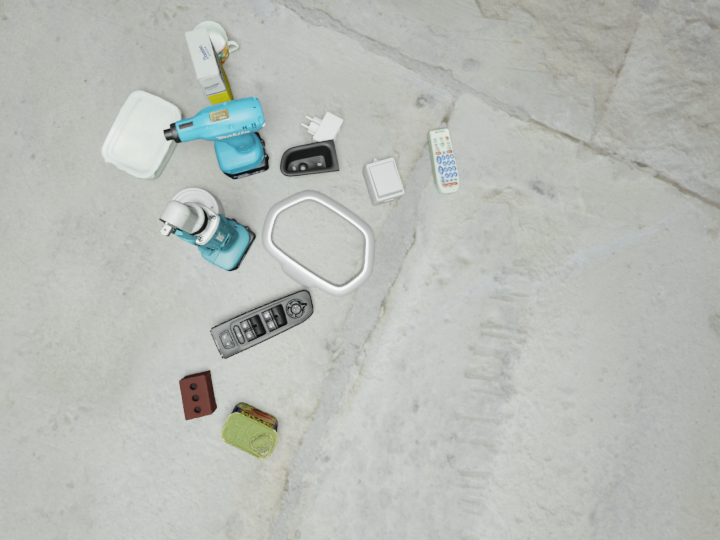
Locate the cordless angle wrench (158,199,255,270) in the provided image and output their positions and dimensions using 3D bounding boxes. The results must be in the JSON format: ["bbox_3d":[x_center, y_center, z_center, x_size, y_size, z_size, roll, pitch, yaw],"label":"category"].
[{"bbox_3d":[-0.234,-0.058,0.667,0.074,0.425,0.098,29,84,-7],"label":"cordless angle wrench"}]

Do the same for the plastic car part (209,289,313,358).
[{"bbox_3d":[-0.187,0.101,0.834,0.202,0.067,0.066,-24,89,-5],"label":"plastic car part"}]

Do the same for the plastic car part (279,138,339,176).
[{"bbox_3d":[-0.108,-0.220,0.867,0.116,0.071,0.066,-11,88,-5],"label":"plastic car part"}]

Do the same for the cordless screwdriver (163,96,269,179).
[{"bbox_3d":[-0.248,-0.231,0.771,0.158,0.250,0.074,-16,90,-8],"label":"cordless screwdriver"}]

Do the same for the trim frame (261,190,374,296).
[{"bbox_3d":[-0.085,-0.056,0.874,0.248,0.027,0.184,33,84,0],"label":"trim frame"}]
